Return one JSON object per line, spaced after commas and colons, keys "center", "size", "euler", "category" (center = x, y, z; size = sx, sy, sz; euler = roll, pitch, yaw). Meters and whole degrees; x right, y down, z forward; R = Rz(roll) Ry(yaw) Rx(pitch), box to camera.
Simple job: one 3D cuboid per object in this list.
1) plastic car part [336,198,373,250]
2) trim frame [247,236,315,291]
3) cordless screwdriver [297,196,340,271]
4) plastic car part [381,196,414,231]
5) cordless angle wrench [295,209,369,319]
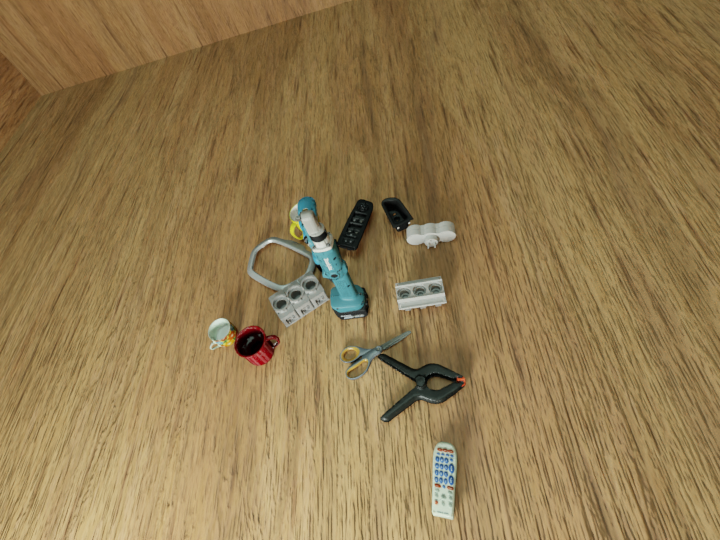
{"center": [-0.007, -0.138, 1.326], "size": [0.069, 0.064, 0.205], "euler": [7, 59, 22], "category": "plastic car part"}
{"center": [-0.256, -0.025, 1.358], "size": [0.261, 0.026, 0.184], "euler": [22, 66, 31], "category": "trim frame"}
{"center": [-0.119, -0.078, 1.212], "size": [0.075, 0.237, 0.165], "euler": [-14, 53, 6], "category": "cordless screwdriver"}
{"center": [0.112, -0.166, 1.301], "size": [0.066, 0.067, 0.122], "euler": [-25, 52, 0], "category": "plastic car part"}
{"center": [-0.066, -0.008, 1.038], "size": [0.100, 0.403, 0.076], "euler": [-8, 54, 11], "category": "cordless angle wrench"}
